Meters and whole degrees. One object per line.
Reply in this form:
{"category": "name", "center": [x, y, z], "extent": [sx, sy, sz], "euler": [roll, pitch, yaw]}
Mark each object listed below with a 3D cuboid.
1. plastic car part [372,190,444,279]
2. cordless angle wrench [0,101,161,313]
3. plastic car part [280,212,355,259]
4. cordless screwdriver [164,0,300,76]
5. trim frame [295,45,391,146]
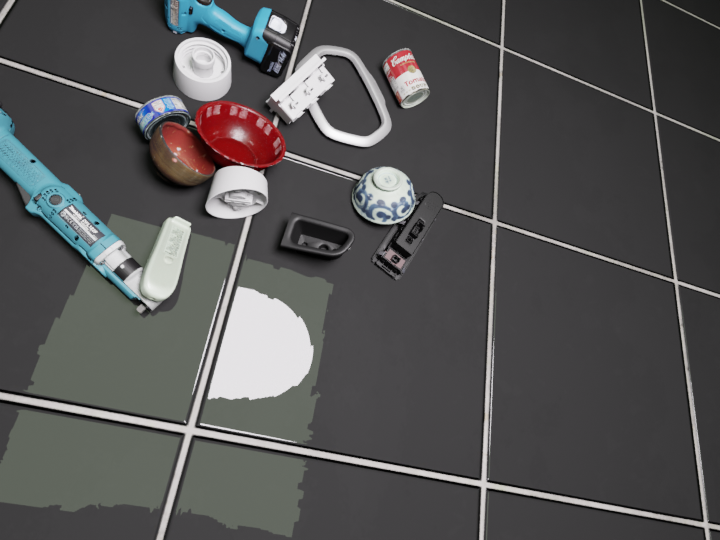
{"category": "plastic car part", "center": [0.102, -0.083, 0.809], "extent": [0.067, 0.067, 0.202], "euler": [34, 63, 0]}
{"category": "cordless angle wrench", "center": [-0.455, -0.097, 0.636], "extent": [0.421, 0.075, 0.097], "euler": [45, 65, -2]}
{"category": "plastic car part", "center": [-0.072, -0.047, 0.734], "extent": [0.118, 0.069, 0.067], "euler": [15, 70, 4]}
{"category": "cordless screwdriver", "center": [-0.235, -0.470, 0.778], "extent": [0.243, 0.161, 0.075], "euler": [19, 69, -14]}
{"category": "trim frame", "center": [-0.032, -0.364, 0.879], "extent": [0.180, 0.027, 0.253], "euler": [-22, 78, -21]}
